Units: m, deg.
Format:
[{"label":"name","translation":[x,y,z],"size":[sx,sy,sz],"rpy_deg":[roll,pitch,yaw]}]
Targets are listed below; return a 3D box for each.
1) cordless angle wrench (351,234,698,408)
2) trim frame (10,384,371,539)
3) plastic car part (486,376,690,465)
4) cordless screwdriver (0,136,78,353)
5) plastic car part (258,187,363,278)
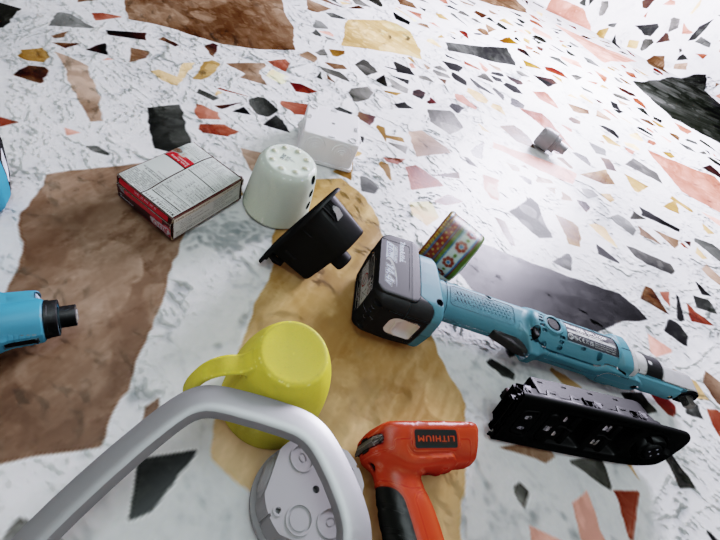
[{"label":"cordless angle wrench","translation":[0.200,0.075,0.482],"size":[0.416,0.074,0.100],"rpy_deg":[19,47,-8]},{"label":"trim frame","translation":[-0.107,0.186,0.248],"size":[0.190,0.027,0.246],"rpy_deg":[40,65,17]},{"label":"plastic car part","translation":[0.226,0.153,0.433],"size":[0.201,0.065,0.068],"rpy_deg":[16,21,-6]},{"label":"cordless screwdriver","translation":[-0.342,-0.035,0.368],"size":[0.153,0.074,0.259],"rpy_deg":[-8,58,-28]},{"label":"plastic car part","translation":[-0.045,-0.029,0.458],"size":[0.069,0.119,0.066],"rpy_deg":[49,45,-13]}]
